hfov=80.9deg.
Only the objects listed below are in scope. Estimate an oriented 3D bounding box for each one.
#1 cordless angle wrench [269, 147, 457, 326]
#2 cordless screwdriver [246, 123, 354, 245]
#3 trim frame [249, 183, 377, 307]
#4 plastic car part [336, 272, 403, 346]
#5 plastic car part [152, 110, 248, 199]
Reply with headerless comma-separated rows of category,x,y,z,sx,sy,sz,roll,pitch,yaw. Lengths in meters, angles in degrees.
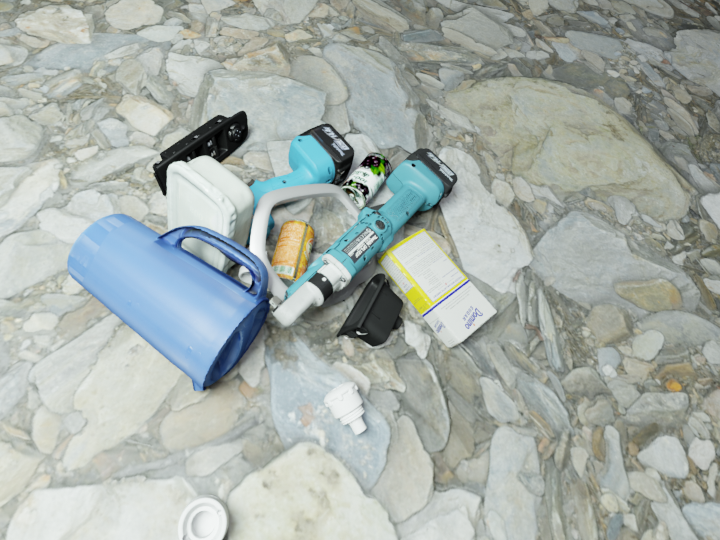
cordless angle wrench,0.016,-0.058,0.640,0.098,0.075,0.418,43,52,1
cordless screwdriver,-0.140,-0.163,0.709,0.163,0.073,0.245,44,65,13
trim frame,-0.062,-0.040,0.630,0.239,0.028,0.185,-19,86,-47
plastic car part,0.028,0.065,0.628,0.070,0.067,0.116,42,55,-8
plastic car part,-0.270,-0.205,0.714,0.070,0.063,0.201,25,57,30
